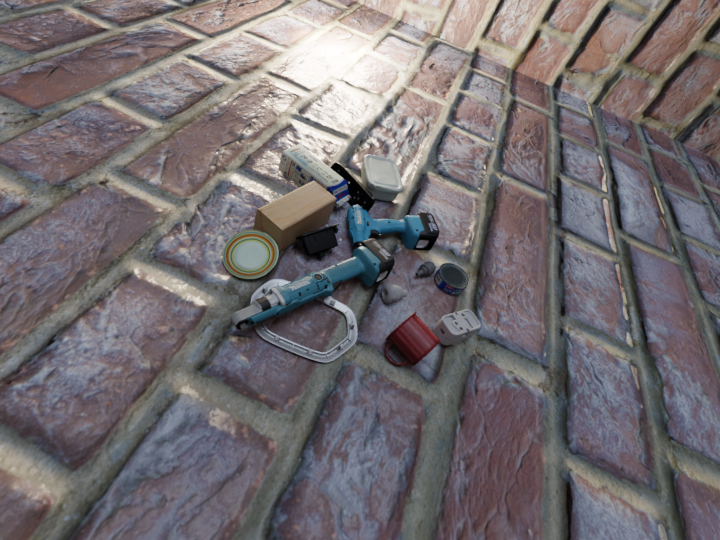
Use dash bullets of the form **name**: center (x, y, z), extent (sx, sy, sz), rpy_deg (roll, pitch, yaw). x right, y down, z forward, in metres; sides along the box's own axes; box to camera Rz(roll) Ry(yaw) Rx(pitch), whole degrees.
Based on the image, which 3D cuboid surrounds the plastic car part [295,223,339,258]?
- **plastic car part**: center (-0.104, -0.068, 1.068), extent (0.113, 0.068, 0.071), rpy_deg (-24, 91, -34)

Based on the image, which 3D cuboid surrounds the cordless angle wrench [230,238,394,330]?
- **cordless angle wrench**: center (-0.098, 0.033, 0.940), extent (0.409, 0.073, 0.102), rpy_deg (-23, 58, -37)

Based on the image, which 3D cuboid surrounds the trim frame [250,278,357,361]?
- **trim frame**: center (-0.122, 0.101, 0.928), extent (0.250, 0.027, 0.186), rpy_deg (20, 44, 2)

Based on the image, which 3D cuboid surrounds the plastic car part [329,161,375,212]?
- **plastic car part**: center (-0.022, -0.251, 1.265), extent (0.064, 0.066, 0.212), rpy_deg (-15, 55, -44)

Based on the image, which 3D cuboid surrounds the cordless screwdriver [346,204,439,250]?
- **cordless screwdriver**: center (0.087, -0.099, 1.158), extent (0.245, 0.073, 0.165), rpy_deg (5, 48, -10)
